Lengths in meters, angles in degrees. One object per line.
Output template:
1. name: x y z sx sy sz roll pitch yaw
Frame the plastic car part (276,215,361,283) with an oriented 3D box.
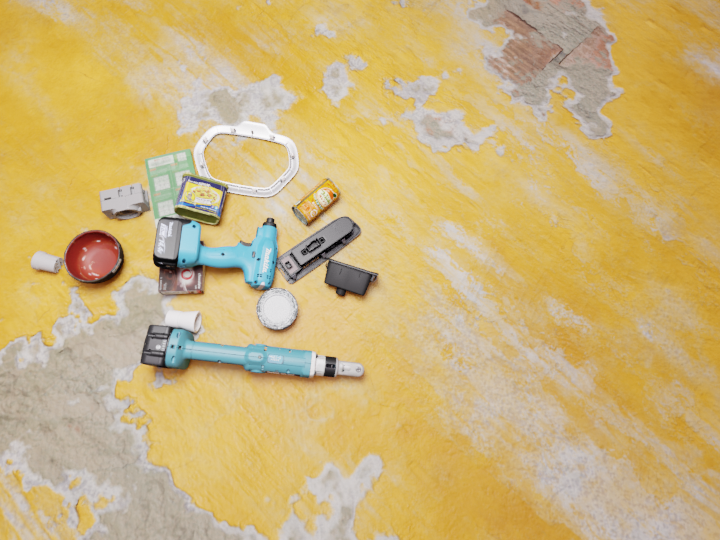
1. plastic car part: -0.090 -0.059 0.918 0.201 0.065 0.068 -34 73 -14

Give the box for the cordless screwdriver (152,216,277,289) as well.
1. cordless screwdriver: -0.293 -0.058 0.877 0.241 0.075 0.162 12 68 -19

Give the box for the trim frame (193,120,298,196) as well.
1. trim frame: -0.268 -0.265 0.990 0.250 0.027 0.186 10 72 3

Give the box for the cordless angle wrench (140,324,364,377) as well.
1. cordless angle wrench: -0.201 0.172 0.829 0.420 0.097 0.075 7 71 -4

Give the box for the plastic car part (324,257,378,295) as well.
1. plastic car part: -0.026 0.020 0.899 0.118 0.065 0.071 14 88 4
